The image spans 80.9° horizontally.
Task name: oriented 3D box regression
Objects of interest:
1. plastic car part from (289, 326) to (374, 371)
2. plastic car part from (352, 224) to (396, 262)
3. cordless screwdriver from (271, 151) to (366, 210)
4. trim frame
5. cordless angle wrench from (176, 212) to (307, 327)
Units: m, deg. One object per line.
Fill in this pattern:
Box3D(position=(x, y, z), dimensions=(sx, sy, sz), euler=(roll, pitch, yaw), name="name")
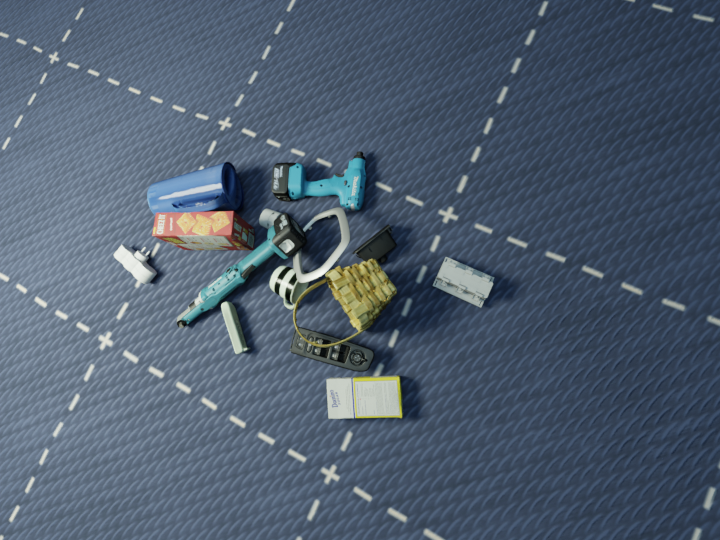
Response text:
Box3D(position=(-0.067, 0.198, 1.037), dimensions=(0.209, 0.064, 0.067), euler=(13, 75, 16), name="plastic car part")
Box3D(position=(0.045, -0.056, 1.077), dimensions=(0.117, 0.066, 0.071), euler=(-41, 91, 4), name="plastic car part")
Box3D(position=(-0.109, -0.252, 1.138), dimensions=(0.253, 0.072, 0.160), euler=(7, 80, 8), name="cordless screwdriver")
Box3D(position=(-0.102, -0.067, 1.047), dimensions=(0.186, 0.026, 0.259), euler=(-35, 37, 16), name="trim frame")
Box3D(position=(-0.328, 0.015, 1.113), dimensions=(0.425, 0.071, 0.102), euler=(-37, 34, 10), name="cordless angle wrench")
